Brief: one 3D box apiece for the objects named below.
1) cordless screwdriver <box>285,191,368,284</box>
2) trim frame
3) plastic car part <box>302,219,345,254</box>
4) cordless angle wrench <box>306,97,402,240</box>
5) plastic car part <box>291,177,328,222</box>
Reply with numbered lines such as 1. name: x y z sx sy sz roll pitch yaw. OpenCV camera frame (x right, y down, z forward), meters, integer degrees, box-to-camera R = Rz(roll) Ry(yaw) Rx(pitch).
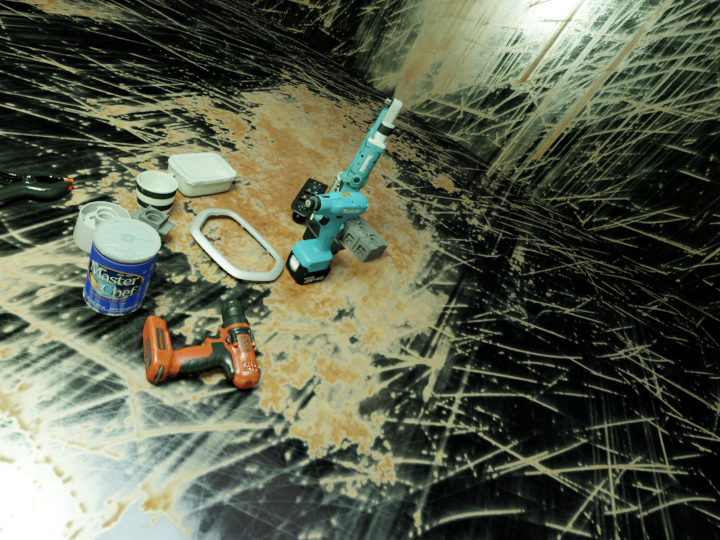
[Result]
1. cordless screwdriver: -0.099 -0.075 0.955 0.152 0.248 0.078 -7 51 -44
2. trim frame: -0.287 -0.062 0.994 0.256 0.027 0.179 40 35 14
3. plastic car part: -0.108 -0.070 1.101 0.063 0.071 0.121 -16 56 -48
4. cordless angle wrench: -0.012 -0.242 1.079 0.096 0.422 0.076 25 35 -14
5. plastic car part: -0.158 -0.201 1.235 0.066 0.067 0.205 28 34 -7
